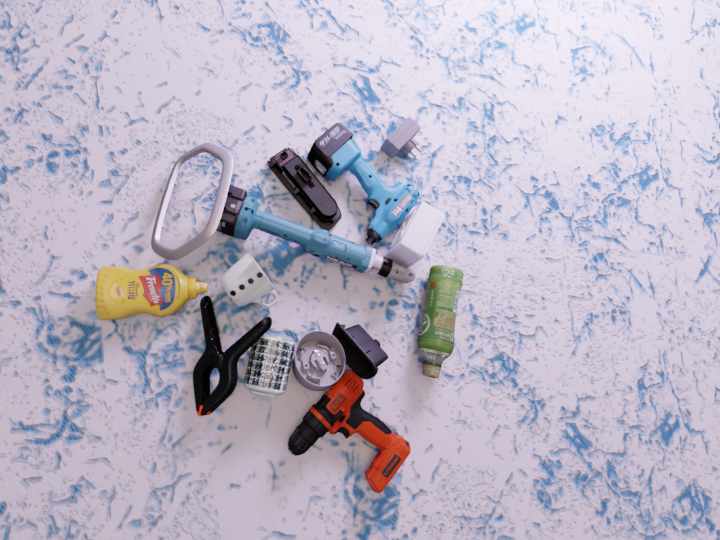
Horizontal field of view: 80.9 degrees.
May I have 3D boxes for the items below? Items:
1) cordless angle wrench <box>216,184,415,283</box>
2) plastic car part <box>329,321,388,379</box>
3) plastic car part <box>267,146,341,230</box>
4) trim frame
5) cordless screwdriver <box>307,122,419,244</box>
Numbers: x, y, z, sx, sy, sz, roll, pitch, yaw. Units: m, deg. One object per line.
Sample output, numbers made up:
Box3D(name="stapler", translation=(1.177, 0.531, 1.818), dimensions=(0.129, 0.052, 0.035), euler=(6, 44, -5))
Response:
Box3D(name="cordless angle wrench", translation=(-0.083, -0.054, 0.848), dimensions=(0.416, 0.098, 0.075), euler=(20, 72, -8))
Box3D(name="plastic car part", translation=(0.004, 0.150, 0.813), dimensions=(0.068, 0.065, 0.122), euler=(-23, 53, -42))
Box3D(name="plastic car part", translation=(-0.109, -0.178, 0.890), dimensions=(0.065, 0.068, 0.204), euler=(-36, 88, -24))
Box3D(name="trim frame", translation=(-0.323, -0.135, 0.804), dimensions=(0.191, 0.026, 0.252), euler=(-2, 71, 26))
Box3D(name="cordless screwdriver", translation=(-0.009, -0.182, 0.900), dimensions=(0.248, 0.075, 0.158), euler=(41, 74, -3))
